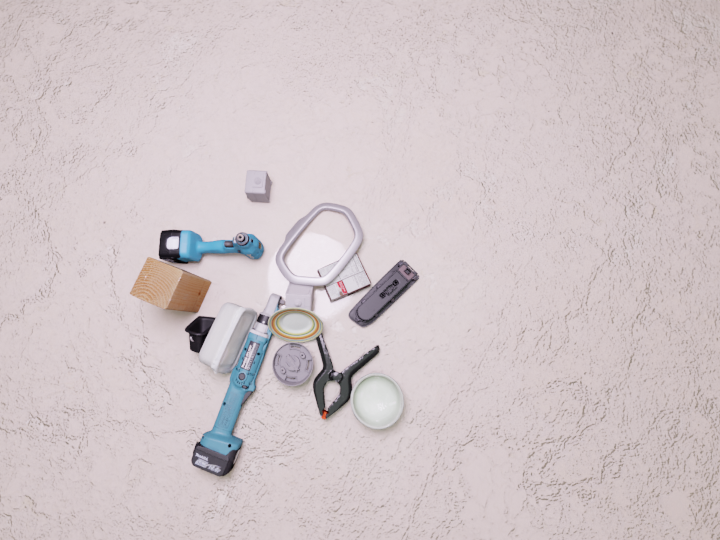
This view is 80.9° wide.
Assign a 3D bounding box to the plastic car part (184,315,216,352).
[{"bbox_3d":[-0.385,0.161,1.025,0.066,0.117,0.070,5,104,2],"label":"plastic car part"}]

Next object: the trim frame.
[{"bbox_3d":[-0.105,-0.069,1.074,0.191,0.026,0.248,32,75,19],"label":"trim frame"}]

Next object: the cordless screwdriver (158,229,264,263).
[{"bbox_3d":[-0.372,-0.064,1.041,0.251,0.156,0.075,0,81,3],"label":"cordless screwdriver"}]

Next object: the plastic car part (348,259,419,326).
[{"bbox_3d":[0.059,0.061,1.044,0.202,0.067,0.067,-43,90,-3],"label":"plastic car part"}]

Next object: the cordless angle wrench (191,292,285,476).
[{"bbox_3d":[-0.278,0.256,1.016,0.099,0.073,0.425,18,78,4],"label":"cordless angle wrench"}]
